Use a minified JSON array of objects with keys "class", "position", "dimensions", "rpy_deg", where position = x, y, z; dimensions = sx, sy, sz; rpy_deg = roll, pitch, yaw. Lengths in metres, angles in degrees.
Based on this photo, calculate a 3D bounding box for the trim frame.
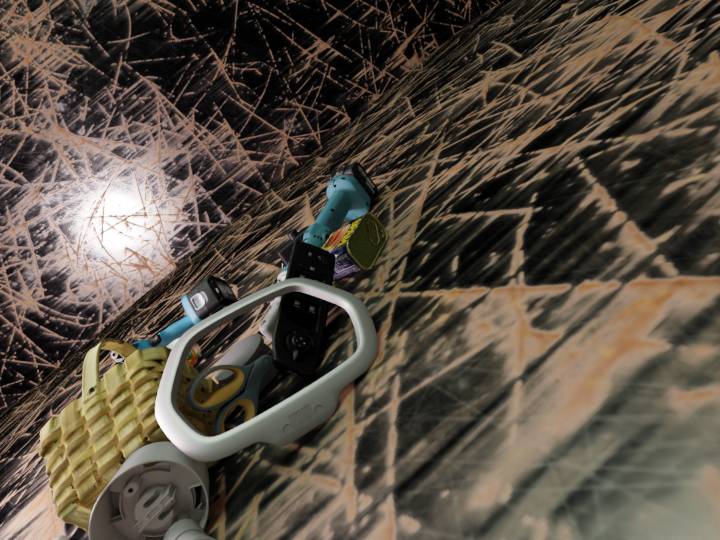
[{"class":"trim frame","position":[-0.101,0.094,0.459],"dimensions":[0.244,0.026,0.195],"rpy_deg":[-28,46,-18]}]

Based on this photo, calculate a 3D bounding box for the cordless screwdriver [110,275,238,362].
[{"class":"cordless screwdriver","position":[-0.382,0.113,0.879],"dimensions":[0.250,0.077,0.153],"rpy_deg":[-38,-16,7]}]

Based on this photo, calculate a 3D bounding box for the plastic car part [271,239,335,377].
[{"class":"plastic car part","position":[-0.082,0.051,0.559],"dimensions":[0.067,0.064,0.209],"rpy_deg":[-48,26,35]}]

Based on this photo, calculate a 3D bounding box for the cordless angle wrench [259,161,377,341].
[{"class":"cordless angle wrench","position":[-0.074,-0.049,0.760],"dimensions":[0.077,0.094,0.425],"rpy_deg":[-21,31,38]}]

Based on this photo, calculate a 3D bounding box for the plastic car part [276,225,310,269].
[{"class":"plastic car part","position":[-0.127,-0.049,0.870],"dimensions":[0.116,0.069,0.068],"rpy_deg":[-44,20,-3]}]
